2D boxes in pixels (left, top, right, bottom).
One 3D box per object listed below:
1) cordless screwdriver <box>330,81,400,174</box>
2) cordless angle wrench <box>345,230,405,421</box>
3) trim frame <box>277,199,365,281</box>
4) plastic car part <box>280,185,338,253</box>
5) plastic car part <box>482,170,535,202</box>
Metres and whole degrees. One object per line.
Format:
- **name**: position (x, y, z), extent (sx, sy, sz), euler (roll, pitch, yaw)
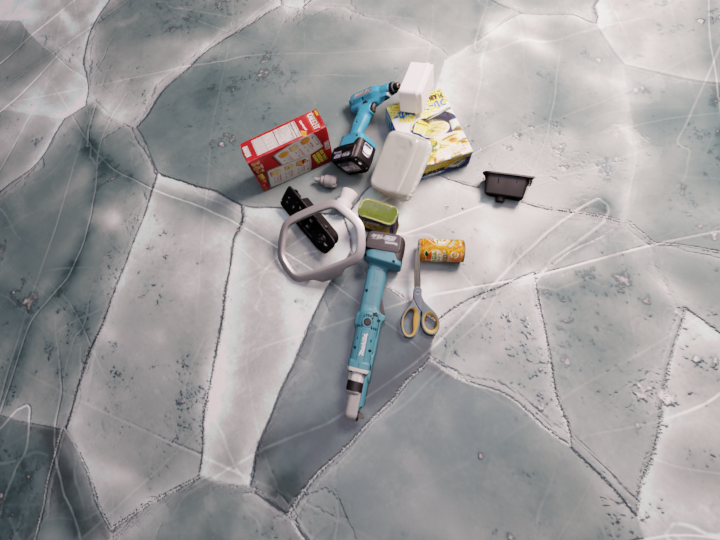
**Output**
- **cordless screwdriver**: position (0.018, -0.380, 1.110), extent (0.167, 0.070, 0.251), euler (-4, 65, 44)
- **cordless angle wrench**: position (0.020, 0.120, 0.967), extent (0.100, 0.072, 0.427), euler (9, 74, 10)
- **trim frame**: position (-0.100, -0.065, 1.022), extent (0.255, 0.026, 0.186), euler (-20, 83, 25)
- **plastic car part**: position (-0.124, -0.127, 1.081), extent (0.211, 0.064, 0.066), euler (53, 123, 23)
- **plastic car part**: position (0.356, -0.201, 1.038), extent (0.120, 0.064, 0.071), euler (9, 87, 14)
